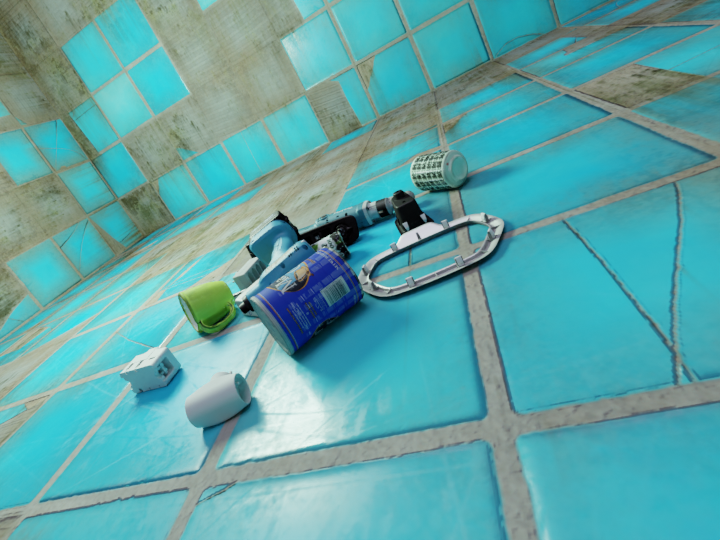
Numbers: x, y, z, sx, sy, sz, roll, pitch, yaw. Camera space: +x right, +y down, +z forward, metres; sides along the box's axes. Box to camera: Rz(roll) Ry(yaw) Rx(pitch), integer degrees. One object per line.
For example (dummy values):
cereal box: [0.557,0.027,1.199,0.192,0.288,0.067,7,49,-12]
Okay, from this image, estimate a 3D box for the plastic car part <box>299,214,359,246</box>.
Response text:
plastic car part: [-0.091,-0.060,0.935,0.207,0.067,0.065,-22,-4,20]

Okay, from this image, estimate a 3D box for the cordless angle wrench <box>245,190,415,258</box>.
cordless angle wrench: [-0.076,-0.104,0.992,0.435,0.072,0.098,-16,25,25]

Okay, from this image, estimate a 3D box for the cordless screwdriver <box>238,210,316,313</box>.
cordless screwdriver: [-0.170,-0.020,0.803,0.159,0.071,0.259,-41,27,1]

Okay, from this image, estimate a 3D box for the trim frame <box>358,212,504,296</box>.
trim frame: [0.105,-0.030,0.677,0.252,0.027,0.187,-26,22,13]

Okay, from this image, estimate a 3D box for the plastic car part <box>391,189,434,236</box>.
plastic car part: [0.088,-0.123,0.834,0.066,0.068,0.120,-26,25,4]
